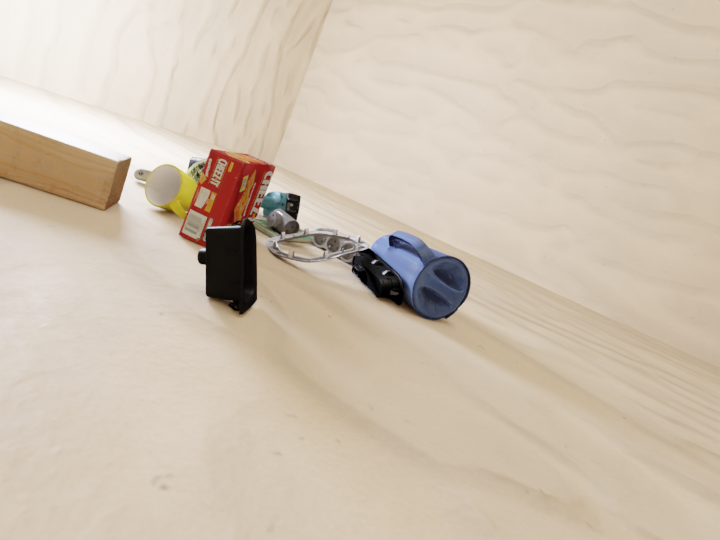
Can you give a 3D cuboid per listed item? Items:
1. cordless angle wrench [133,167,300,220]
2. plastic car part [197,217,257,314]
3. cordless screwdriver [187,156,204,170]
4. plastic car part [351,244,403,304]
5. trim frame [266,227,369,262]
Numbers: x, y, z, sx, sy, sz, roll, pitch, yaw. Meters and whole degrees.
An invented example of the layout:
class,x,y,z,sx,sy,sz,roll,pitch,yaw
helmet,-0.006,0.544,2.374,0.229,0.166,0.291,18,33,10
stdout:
class,x,y,z,sx,sy,sz,roll,pitch,yaw
cordless angle wrench,-0.359,-0.202,1.095,0.404,0.074,0.102,9,0,-31
plastic car part,-0.172,-0.010,0.544,0.072,0.115,0.066,0,10,5
cordless screwdriver,-0.403,-0.278,1.213,0.261,0.074,0.152,15,6,29
plastic car part,0.027,0.006,0.897,0.064,0.065,0.214,4,19,-29
trim frame,-0.091,-0.059,0.926,0.195,0.027,0.238,23,24,37
